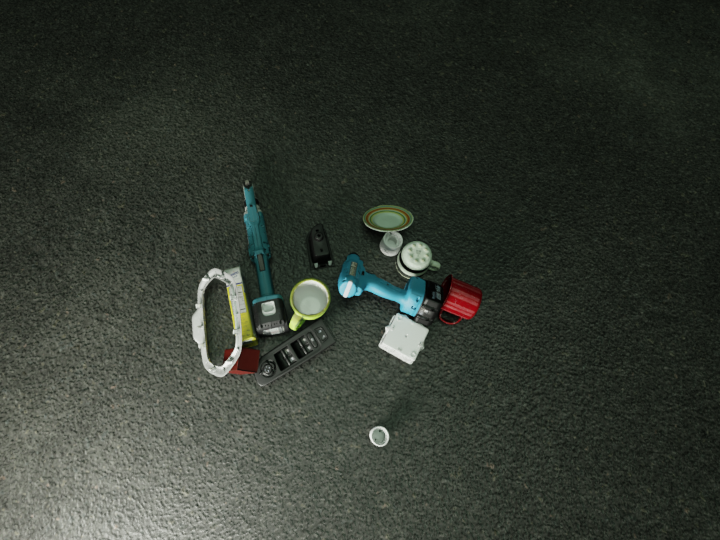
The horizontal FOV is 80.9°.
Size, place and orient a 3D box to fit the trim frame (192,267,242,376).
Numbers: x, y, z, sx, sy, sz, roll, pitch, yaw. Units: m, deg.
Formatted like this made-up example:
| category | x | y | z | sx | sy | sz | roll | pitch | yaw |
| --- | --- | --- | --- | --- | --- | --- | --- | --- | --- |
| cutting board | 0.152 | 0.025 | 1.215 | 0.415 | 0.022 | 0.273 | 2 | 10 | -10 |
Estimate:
| category | x | y | z | sx | sy | sz | roll | pitch | yaw |
| --- | --- | --- | --- | --- | --- | --- | --- | --- | --- |
| trim frame | -0.333 | 0.117 | 0.973 | 0.190 | 0.026 | 0.253 | -21 | 73 | 39 |

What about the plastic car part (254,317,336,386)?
| category | x | y | z | sx | sy | sz | roll | pitch | yaw |
| --- | --- | --- | --- | --- | --- | --- | --- | --- | --- |
| plastic car part | -0.156 | 0.191 | 0.979 | 0.201 | 0.066 | 0.067 | -32 | 82 | -8 |

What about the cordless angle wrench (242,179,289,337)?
| category | x | y | z | sx | sy | sz | roll | pitch | yaw |
| --- | --- | --- | --- | --- | --- | --- | --- | --- | --- |
| cordless angle wrench | -0.255 | -0.048 | 1.069 | 0.074 | 0.096 | 0.437 | -12 | 65 | -9 |

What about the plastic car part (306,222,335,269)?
| category | x | y | z | sx | sy | sz | roll | pitch | yaw |
| --- | --- | --- | --- | --- | --- | --- | --- | --- | --- |
| plastic car part | -0.106 | -0.069 | 1.083 | 0.065 | 0.070 | 0.119 | -10 | 73 | -9 |

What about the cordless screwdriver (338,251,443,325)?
| category | x | y | z | sx | sy | sz | roll | pitch | yaw |
| --- | --- | --- | --- | --- | --- | --- | --- | --- | --- |
| cordless screwdriver | 0.071 | 0.033 | 1.032 | 0.249 | 0.073 | 0.161 | 18 | 32 | -1 |
